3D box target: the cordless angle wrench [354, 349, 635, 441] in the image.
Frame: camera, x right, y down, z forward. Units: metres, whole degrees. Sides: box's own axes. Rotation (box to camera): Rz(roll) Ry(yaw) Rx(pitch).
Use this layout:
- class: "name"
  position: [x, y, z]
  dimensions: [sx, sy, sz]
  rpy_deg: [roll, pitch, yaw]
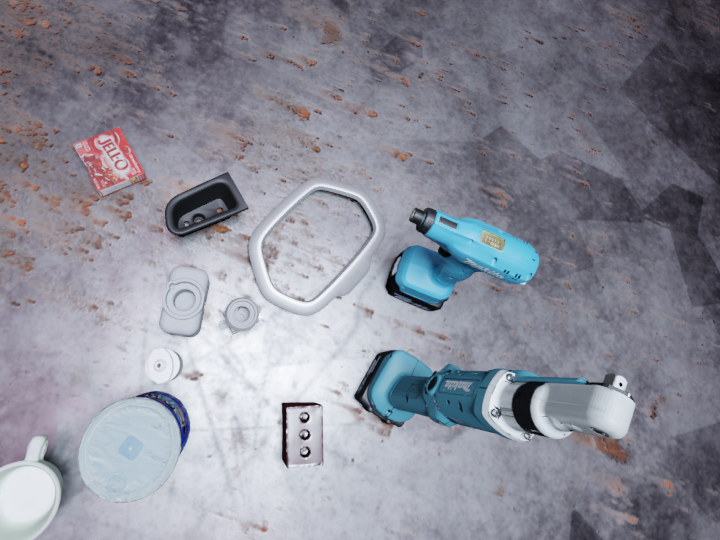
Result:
- class: "cordless angle wrench"
  position: [0.100, 0.136, 0.462]
  dimensions: [0.074, 0.426, 0.098]
  rpy_deg: [35, 70, -7]

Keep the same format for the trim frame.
- class: "trim frame"
  position: [-0.067, -0.044, 0.688]
  dimensions: [0.185, 0.027, 0.247]
  rpy_deg: [41, 70, 1]

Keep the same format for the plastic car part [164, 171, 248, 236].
- class: "plastic car part"
  position: [-0.238, -0.088, 0.640]
  dimensions: [0.114, 0.071, 0.067]
  rpy_deg: [-30, 85, -19]

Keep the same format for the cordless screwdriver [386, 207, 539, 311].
- class: "cordless screwdriver"
  position: [0.103, -0.014, 0.599]
  dimensions: [0.157, 0.251, 0.075]
  rpy_deg: [25, 71, -9]
